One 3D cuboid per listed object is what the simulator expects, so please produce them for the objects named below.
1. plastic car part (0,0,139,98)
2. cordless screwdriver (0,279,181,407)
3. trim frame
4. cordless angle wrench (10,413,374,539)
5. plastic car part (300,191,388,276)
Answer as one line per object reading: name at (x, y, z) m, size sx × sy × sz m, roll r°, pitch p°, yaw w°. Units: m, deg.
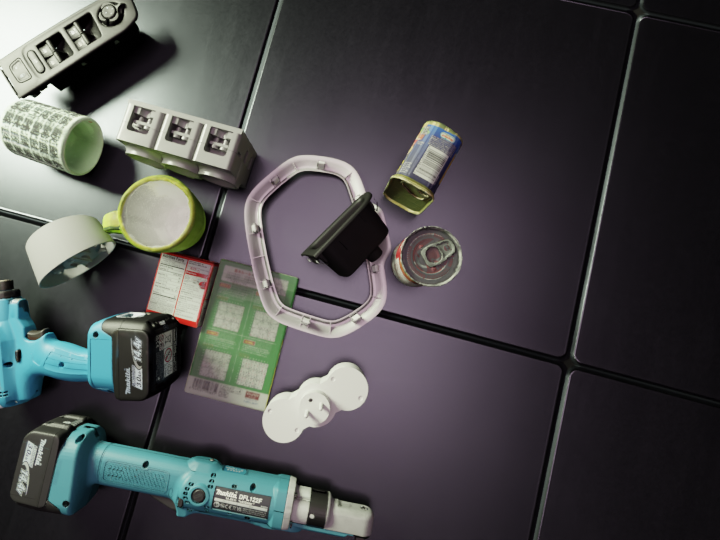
plastic car part at (-0.389, -0.308, 0.590) m, size 0.203 × 0.065 × 0.068 m, roll -35°, pitch 79°, yaw 2°
cordless screwdriver at (-0.355, 0.084, 0.528) m, size 0.253 × 0.073 × 0.159 m, roll -4°, pitch 91°, yaw 10°
trim frame at (-0.055, -0.036, 0.558) m, size 0.182 × 0.027 × 0.251 m, roll -12°, pitch 81°, yaw -7°
cordless angle wrench at (-0.193, 0.265, 0.518) m, size 0.424 × 0.074 × 0.098 m, roll 10°, pitch 85°, yaw 1°
plastic car part at (-0.007, -0.036, 0.527) m, size 0.116 × 0.068 × 0.069 m, roll -43°, pitch 105°, yaw -12°
